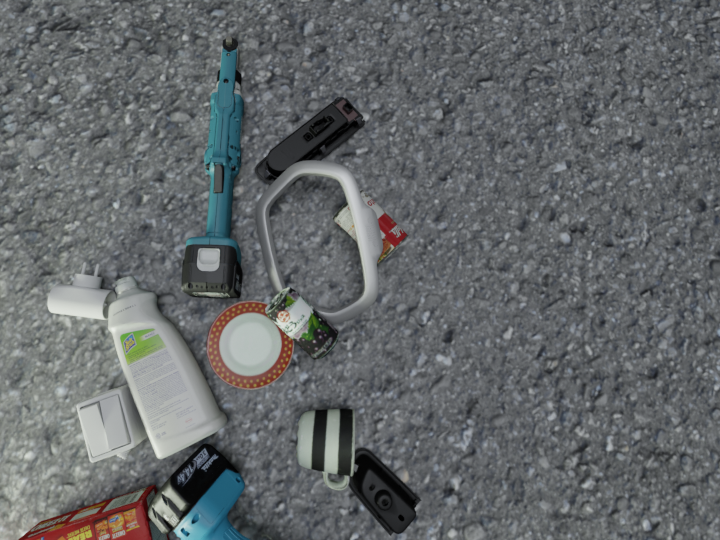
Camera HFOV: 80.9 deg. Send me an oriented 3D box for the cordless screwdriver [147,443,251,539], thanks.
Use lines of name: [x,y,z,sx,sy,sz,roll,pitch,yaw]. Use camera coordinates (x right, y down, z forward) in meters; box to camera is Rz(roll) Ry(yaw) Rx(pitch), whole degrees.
cordless screwdriver: [-0.144,0.344,0.553,0.256,0.155,0.074,42,112,13]

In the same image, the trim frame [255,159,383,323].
trim frame: [-0.062,-0.040,0.631,0.188,0.027,0.248,-12,92,17]

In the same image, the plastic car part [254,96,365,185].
plastic car part: [-0.080,-0.209,0.681,0.202,0.068,0.066,-41,95,-7]

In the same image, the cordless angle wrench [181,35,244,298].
cordless angle wrench: [-0.213,-0.172,0.655,0.074,0.097,0.429,1,76,-7]

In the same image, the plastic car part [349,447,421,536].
plastic car part: [0.031,0.314,0.589,0.065,0.071,0.117,-44,90,-12]
